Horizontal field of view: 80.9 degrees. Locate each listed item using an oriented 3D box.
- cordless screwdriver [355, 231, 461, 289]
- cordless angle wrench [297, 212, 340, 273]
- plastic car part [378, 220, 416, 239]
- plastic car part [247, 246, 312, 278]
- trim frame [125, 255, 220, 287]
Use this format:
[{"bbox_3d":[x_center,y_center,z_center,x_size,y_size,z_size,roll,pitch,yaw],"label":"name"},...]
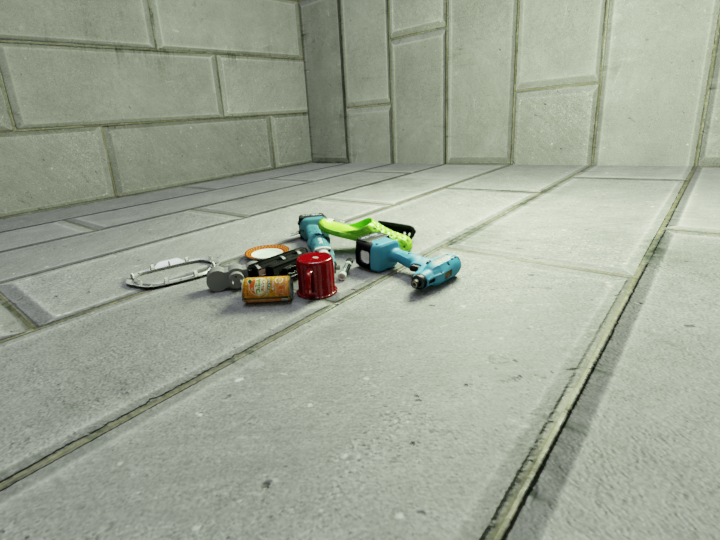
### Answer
[{"bbox_3d":[0.089,-0.019,0.995,0.263,0.073,0.154,19,30,41],"label":"cordless screwdriver"},{"bbox_3d":[-0.118,-0.077,1.209,0.097,0.073,0.437,-7,22,-9],"label":"cordless angle wrench"},{"bbox_3d":[0.115,-0.112,1.272,0.121,0.065,0.068,9,8,25],"label":"plastic car part"},{"bbox_3d":[-0.177,-0.010,1.018,0.070,0.065,0.197,-7,13,36],"label":"plastic car part"},{"bbox_3d":[-0.503,-0.001,1.145,0.241,0.027,0.194,-18,23,-28],"label":"trim frame"}]
